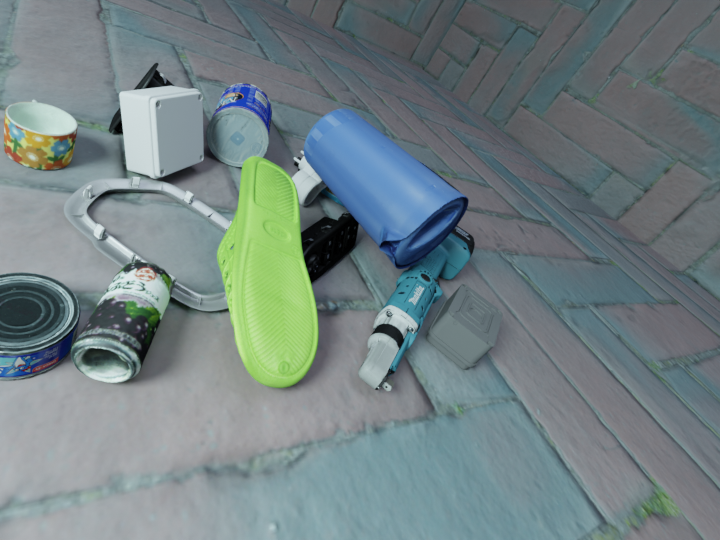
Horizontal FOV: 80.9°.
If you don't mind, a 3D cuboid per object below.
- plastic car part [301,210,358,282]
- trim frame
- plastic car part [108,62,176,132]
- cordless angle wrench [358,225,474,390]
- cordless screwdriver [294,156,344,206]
[{"bbox_3d":[-0.060,-0.039,0.610,0.068,0.065,0.201,22,30,9],"label":"plastic car part"},{"bbox_3d":[-0.226,-0.043,0.511,0.250,0.027,0.183,35,33,3],"label":"trim frame"},{"bbox_3d":[-0.322,-0.249,0.650,0.067,0.118,0.069,38,23,-41],"label":"plastic car part"},{"bbox_3d":[0.085,0.029,0.632,0.099,0.074,0.418,35,34,5],"label":"cordless angle wrench"},{"bbox_3d":[-0.030,-0.218,0.876,0.159,0.074,0.249,30,36,-2],"label":"cordless screwdriver"}]
